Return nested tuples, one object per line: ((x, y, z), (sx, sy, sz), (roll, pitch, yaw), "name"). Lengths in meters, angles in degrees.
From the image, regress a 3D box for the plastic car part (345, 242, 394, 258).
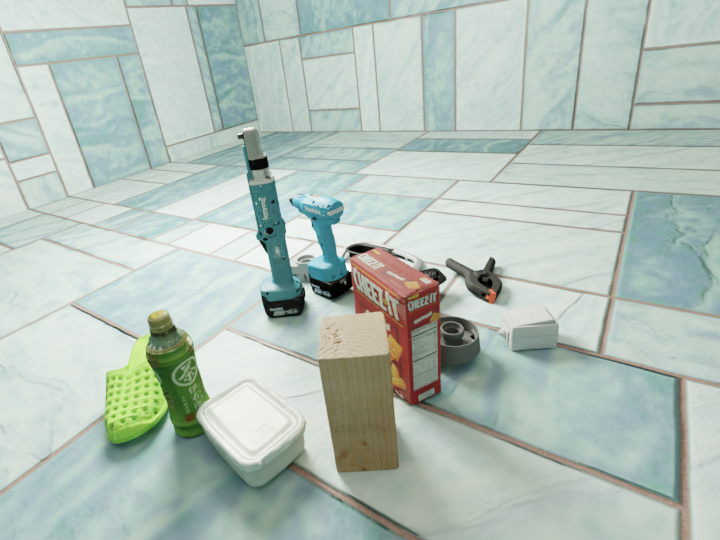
((0.021, -0.025, 1.086), (0.122, 0.069, 0.065), (11, 32, 32), "plastic car part")

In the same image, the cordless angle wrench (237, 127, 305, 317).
((-0.195, -0.094, 0.912), (0.098, 0.410, 0.076), (-6, 25, 2), "cordless angle wrench")

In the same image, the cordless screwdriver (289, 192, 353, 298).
((-0.099, -0.065, 1.010), (0.072, 0.241, 0.168), (-27, 33, -37), "cordless screwdriver")

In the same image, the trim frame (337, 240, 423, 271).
((0.045, -0.027, 1.128), (0.179, 0.027, 0.263), (-30, 35, -35), "trim frame")

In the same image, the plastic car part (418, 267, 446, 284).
((0.104, 0.048, 0.932), (0.198, 0.065, 0.070), (-21, 30, -23), "plastic car part")
